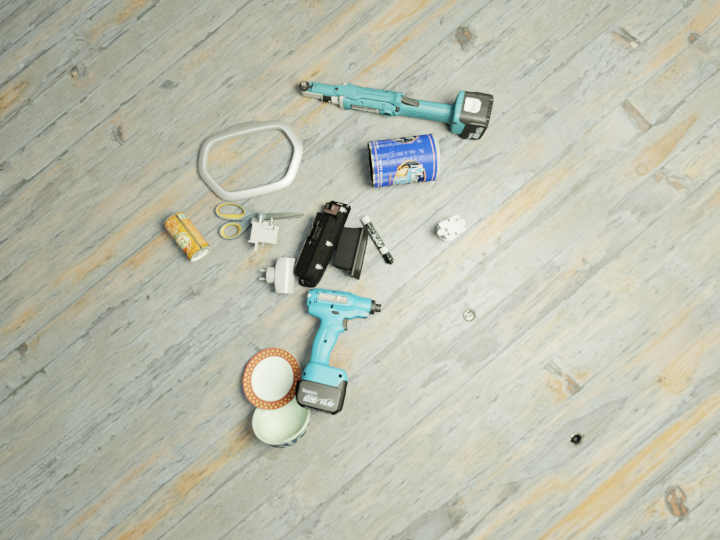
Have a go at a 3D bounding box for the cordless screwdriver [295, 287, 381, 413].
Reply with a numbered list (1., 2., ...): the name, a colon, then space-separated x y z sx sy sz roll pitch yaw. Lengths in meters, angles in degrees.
1. cordless screwdriver: -0.045 0.162 0.866 0.160 0.072 0.253 6 65 3

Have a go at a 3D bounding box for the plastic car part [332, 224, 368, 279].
1. plastic car part: -0.027 -0.045 0.925 0.073 0.063 0.117 7 81 16

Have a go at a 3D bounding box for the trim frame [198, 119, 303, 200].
1. trim frame: -0.254 -0.259 0.978 0.250 0.027 0.186 -14 84 4

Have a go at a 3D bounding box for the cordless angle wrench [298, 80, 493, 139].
1. cordless angle wrench: 0.067 -0.375 0.946 0.430 0.096 0.074 13 86 9

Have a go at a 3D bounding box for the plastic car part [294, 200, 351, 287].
1. plastic car part: -0.090 -0.059 0.916 0.070 0.064 0.203 20 90 31
